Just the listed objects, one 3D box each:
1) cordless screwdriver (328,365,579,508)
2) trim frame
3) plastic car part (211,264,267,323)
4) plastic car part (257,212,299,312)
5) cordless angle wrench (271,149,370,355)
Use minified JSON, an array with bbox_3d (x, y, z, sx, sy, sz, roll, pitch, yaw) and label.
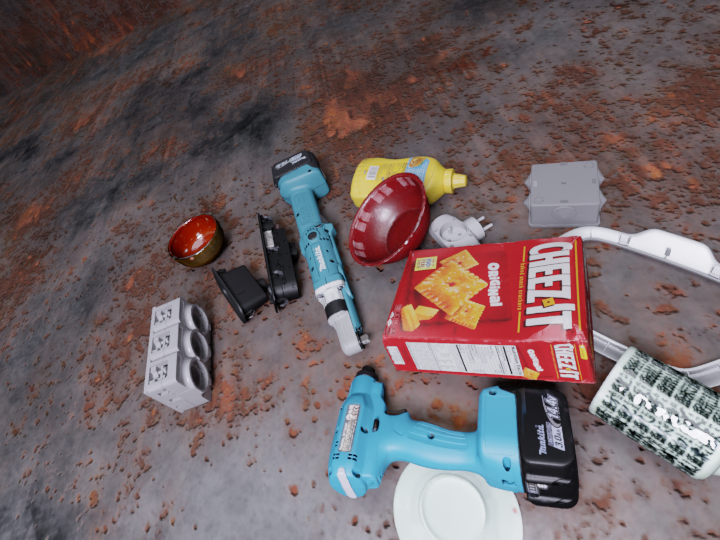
[{"bbox_3d":[0.093,0.169,0.472,0.256,0.071,0.161,-8,33,20],"label":"cordless screwdriver"},{"bbox_3d":[0.333,0.028,0.501,0.183,0.026,0.263,-46,48,-14],"label":"trim frame"},{"bbox_3d":[-0.198,0.034,0.729,0.070,0.063,0.123,-34,50,-22],"label":"plastic car part"},{"bbox_3d":[-0.142,-0.015,0.739,0.066,0.064,0.211,-4,47,-12],"label":"plastic car part"},{"bbox_3d":[-0.070,-0.046,0.721,0.099,0.070,0.442,-25,51,6],"label":"cordless angle wrench"}]
